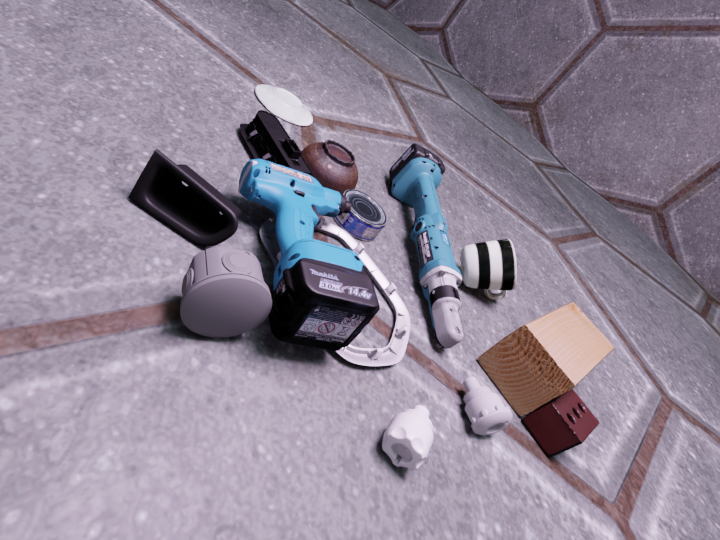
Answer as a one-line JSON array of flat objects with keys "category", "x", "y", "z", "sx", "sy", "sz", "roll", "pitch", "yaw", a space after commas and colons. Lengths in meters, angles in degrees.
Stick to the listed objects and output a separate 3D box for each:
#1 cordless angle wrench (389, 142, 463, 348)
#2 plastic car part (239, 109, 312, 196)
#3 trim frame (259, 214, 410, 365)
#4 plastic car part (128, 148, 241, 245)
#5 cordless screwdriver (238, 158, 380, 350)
[{"category": "cordless angle wrench", "x": 0.114, "y": -0.060, "z": 0.695, "sx": 0.071, "sy": 0.099, "sz": 0.436, "roll": 26, "pitch": 38, "yaw": -25}, {"category": "plastic car part", "x": -0.127, "y": -0.177, "z": 0.648, "sx": 0.063, "sy": 0.067, "sz": 0.212, "roll": -9, "pitch": 52, "yaw": -39}, {"category": "trim frame", "x": -0.028, "y": 0.011, "z": 0.538, "sx": 0.176, "sy": 0.028, "sz": 0.258, "roll": -11, "pitch": 58, "yaw": -47}, {"category": "plastic car part", "x": -0.187, "y": -0.080, "z": 0.483, "sx": 0.115, "sy": 0.066, "sz": 0.072, "roll": 36, "pitch": 20, "yaw": -9}, {"category": "cordless screwdriver", "x": -0.048, "y": -0.031, "z": 0.491, "sx": 0.151, "sy": 0.074, "sz": 0.261, "roll": 12, "pitch": 38, "yaw": -33}]
